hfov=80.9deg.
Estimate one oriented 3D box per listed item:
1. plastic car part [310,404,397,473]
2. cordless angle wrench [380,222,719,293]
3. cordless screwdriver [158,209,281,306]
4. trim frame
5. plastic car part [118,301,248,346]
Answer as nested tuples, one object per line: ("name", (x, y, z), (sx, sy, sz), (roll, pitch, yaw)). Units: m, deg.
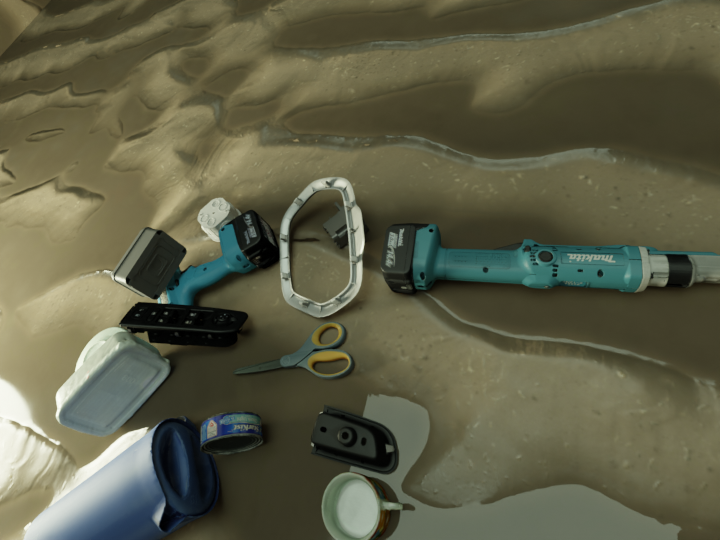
("plastic car part", (-0.015, 0.215, 0.543), (0.122, 0.067, 0.067), (5, 65, 28))
("cordless angle wrench", (0.244, -0.008, 0.567), (0.438, 0.071, 0.099), (3, 63, 22))
("cordless screwdriver", (-0.281, -0.022, 0.796), (0.250, 0.070, 0.167), (-34, 54, 6))
("trim frame", (-0.069, -0.045, 0.708), (0.190, 0.026, 0.255), (-18, 63, 31))
("plastic car part", (-0.290, 0.096, 0.708), (0.205, 0.065, 0.067), (0, 21, 5))
